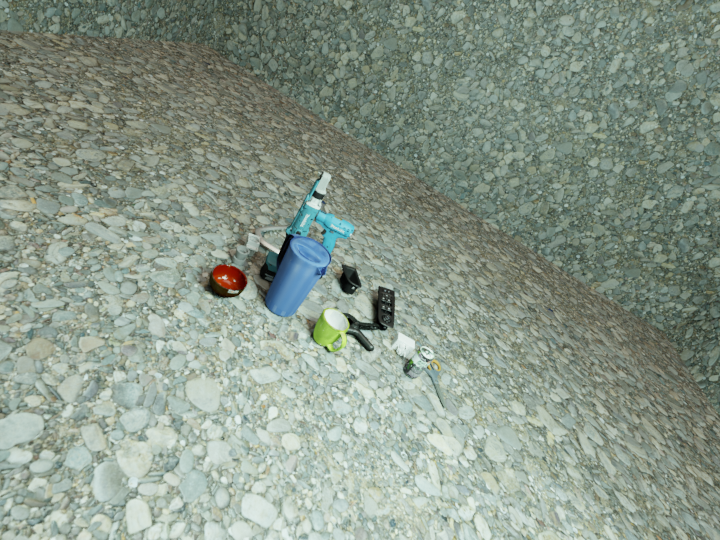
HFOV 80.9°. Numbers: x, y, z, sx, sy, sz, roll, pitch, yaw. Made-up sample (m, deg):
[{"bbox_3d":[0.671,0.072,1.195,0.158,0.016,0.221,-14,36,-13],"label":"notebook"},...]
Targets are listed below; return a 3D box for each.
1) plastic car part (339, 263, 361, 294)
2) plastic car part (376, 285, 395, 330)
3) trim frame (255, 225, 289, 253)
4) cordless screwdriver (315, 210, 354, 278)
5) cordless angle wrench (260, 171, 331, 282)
[{"bbox_3d":[-0.044,0.043,1.564,0.063,0.071,0.121,16,33,-26],"label":"plastic car part"},{"bbox_3d":[0.084,0.143,1.531,0.065,0.067,0.207,25,30,-13],"label":"plastic car part"},{"bbox_3d":[-0.296,-0.119,1.628,0.192,0.027,0.238,45,33,24],"label":"trim frame"},{"bbox_3d":[-0.147,-0.096,1.504,0.157,0.248,0.076,28,30,-9],"label":"cordless screwdriver"},{"bbox_3d":[-0.197,-0.131,1.337,0.095,0.422,0.076,26,31,-15],"label":"cordless angle wrench"}]
